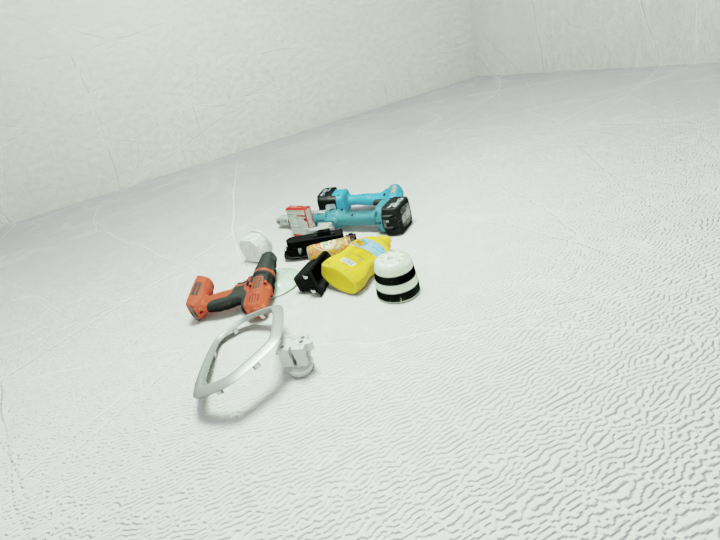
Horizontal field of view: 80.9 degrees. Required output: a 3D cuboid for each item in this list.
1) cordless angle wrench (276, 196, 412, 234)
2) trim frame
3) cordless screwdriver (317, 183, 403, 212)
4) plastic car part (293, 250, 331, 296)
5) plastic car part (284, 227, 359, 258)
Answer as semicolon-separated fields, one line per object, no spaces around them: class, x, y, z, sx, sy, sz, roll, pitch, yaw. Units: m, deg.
cordless angle wrench;-0.071;-0.146;1.183;0.443;0.072;0.097;2;31;33
trim frame;-0.209;0.132;0.729;0.184;0.027;0.256;-31;21;0
cordless screwdriver;-0.002;-0.196;1.235;0.255;0.072;0.161;-3;29;14
plastic car part;-0.108;0.008;0.933;0.073;0.064;0.117;-19;21;23
plastic car part;-0.104;-0.068;1.066;0.207;0.064;0.068;-11;33;13
